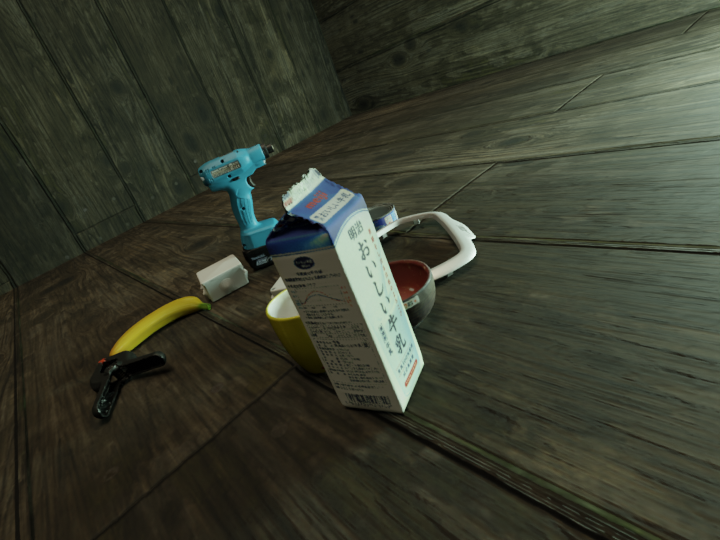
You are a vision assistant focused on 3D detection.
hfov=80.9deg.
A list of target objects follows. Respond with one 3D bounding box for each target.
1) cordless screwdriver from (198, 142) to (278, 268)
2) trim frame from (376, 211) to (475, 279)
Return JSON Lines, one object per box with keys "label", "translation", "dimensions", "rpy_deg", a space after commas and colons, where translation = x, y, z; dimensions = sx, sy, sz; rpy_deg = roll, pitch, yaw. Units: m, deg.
{"label": "cordless screwdriver", "translation": [-0.219, -0.138, 0.902], "dimensions": [0.159, 0.241, 0.077], "rpy_deg": [-23, 20, -2]}
{"label": "trim frame", "translation": [0.088, -0.039, 0.688], "dimensions": [0.185, 0.026, 0.255], "rpy_deg": [-21, 24, 5]}
